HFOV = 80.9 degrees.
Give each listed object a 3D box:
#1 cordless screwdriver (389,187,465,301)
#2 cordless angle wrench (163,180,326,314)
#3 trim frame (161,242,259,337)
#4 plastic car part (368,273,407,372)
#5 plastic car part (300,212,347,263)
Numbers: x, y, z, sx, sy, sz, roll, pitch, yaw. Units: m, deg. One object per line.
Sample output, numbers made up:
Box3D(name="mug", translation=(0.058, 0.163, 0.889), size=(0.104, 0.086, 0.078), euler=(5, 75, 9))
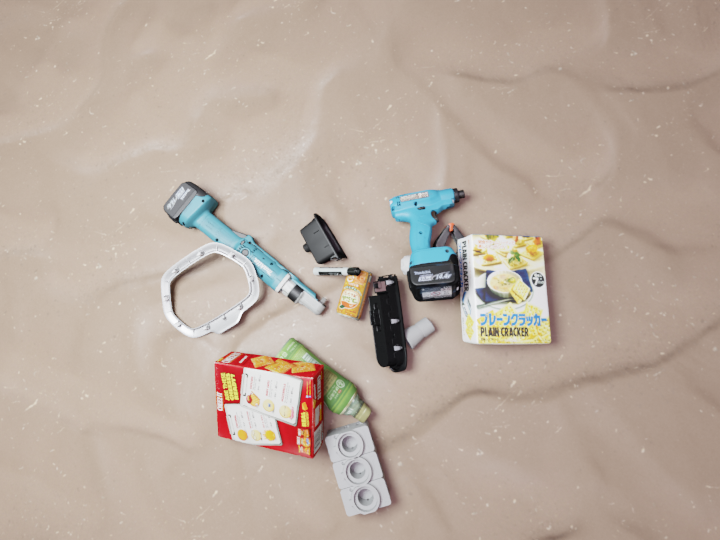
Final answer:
Box3D(name="cordless screwdriver", translation=(0.155, -0.066, 0.860), size=(0.161, 0.071, 0.257), euler=(-12, 56, 9))
Box3D(name="cordless angle wrench", translation=(-0.252, -0.039, 0.946), size=(0.430, 0.073, 0.098), euler=(38, 86, 8))
Box3D(name="trim frame", translation=(-0.336, 0.048, 0.928), size=(0.251, 0.027, 0.183), euler=(-30, 92, 13))
Box3D(name="plastic car part", translation=(0.054, 0.113, 0.877), size=(0.064, 0.069, 0.205), euler=(-5, 82, -40))
Box3D(name="plastic car part", translation=(-0.092, -0.060, 0.939), size=(0.071, 0.064, 0.119), euler=(-36, 76, 13))
